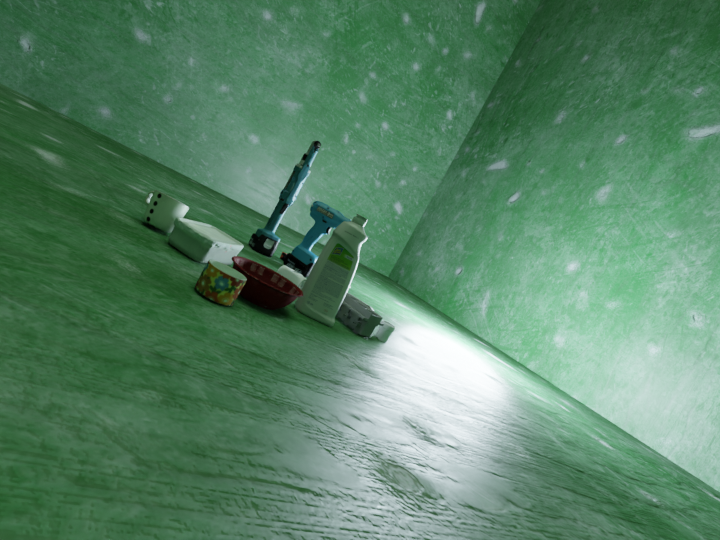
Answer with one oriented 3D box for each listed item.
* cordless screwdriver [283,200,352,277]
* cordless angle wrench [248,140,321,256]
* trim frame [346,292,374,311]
[{"bbox_3d":[-0.136,-0.089,1.389,0.163,0.248,0.072,29,4,12],"label":"cordless screwdriver"},{"bbox_3d":[-0.246,-0.251,1.435,0.071,0.422,0.103,27,4,-31],"label":"cordless angle wrench"},{"bbox_3d":[-0.059,0.083,1.330,0.261,0.027,0.175,31,5,29],"label":"trim frame"}]
